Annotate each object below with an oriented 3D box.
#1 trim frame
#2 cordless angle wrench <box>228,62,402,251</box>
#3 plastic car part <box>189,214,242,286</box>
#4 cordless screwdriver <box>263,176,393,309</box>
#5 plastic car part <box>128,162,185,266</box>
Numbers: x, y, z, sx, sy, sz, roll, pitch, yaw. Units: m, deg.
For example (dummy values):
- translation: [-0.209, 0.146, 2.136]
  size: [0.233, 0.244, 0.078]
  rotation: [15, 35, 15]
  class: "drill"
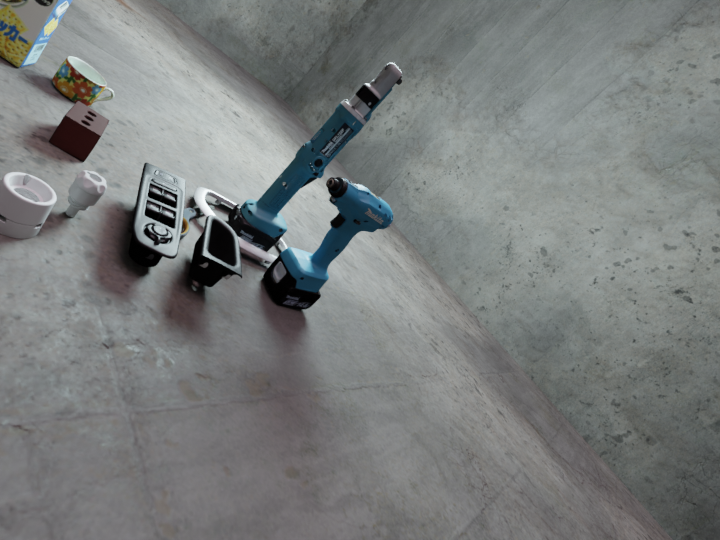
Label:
- translation: [-0.229, -0.084, 0.843]
  size: [0.234, 0.028, 0.194]
  rotation: [28, 21, -45]
  class: "trim frame"
- translation: [-0.085, -0.208, 0.783]
  size: [0.092, 0.425, 0.078]
  rotation: [32, 21, -40]
  class: "cordless angle wrench"
- translation: [-0.219, -0.021, 0.616]
  size: [0.062, 0.071, 0.122]
  rotation: [34, 18, -34]
  class: "plastic car part"
- translation: [-0.071, -0.046, 0.723]
  size: [0.150, 0.250, 0.078]
  rotation: [25, 26, -50]
  class: "cordless screwdriver"
- translation: [-0.289, -0.075, 0.590]
  size: [0.063, 0.067, 0.213]
  rotation: [32, 19, -38]
  class: "plastic car part"
